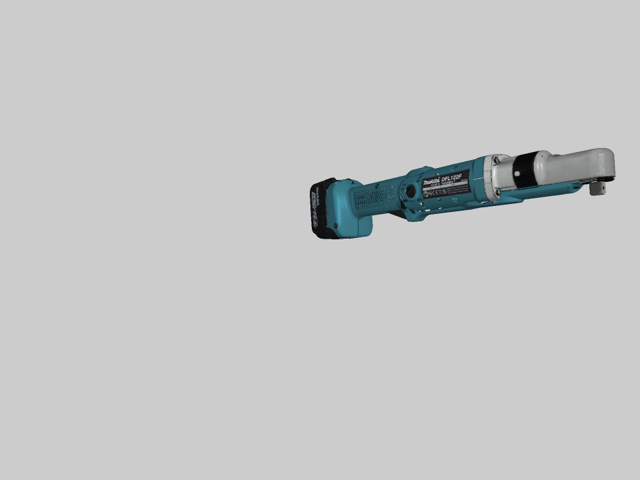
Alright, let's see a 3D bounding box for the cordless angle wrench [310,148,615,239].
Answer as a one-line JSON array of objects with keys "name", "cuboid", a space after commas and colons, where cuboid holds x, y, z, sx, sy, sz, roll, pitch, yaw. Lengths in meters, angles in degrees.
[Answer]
[{"name": "cordless angle wrench", "cuboid": [0.131, -0.059, 0.537, 0.074, 0.098, 0.424, -3, -1, -34]}]
